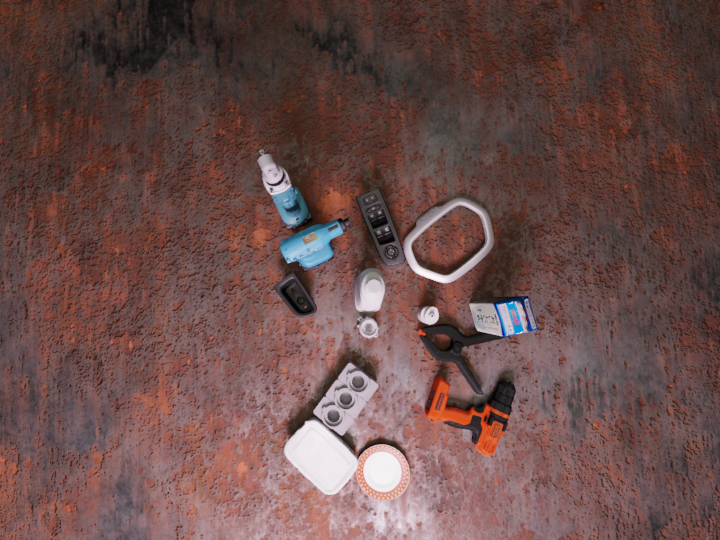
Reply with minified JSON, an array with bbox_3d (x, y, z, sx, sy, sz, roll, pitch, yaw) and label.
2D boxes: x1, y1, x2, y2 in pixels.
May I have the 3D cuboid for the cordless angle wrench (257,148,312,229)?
[{"bbox_3d":[-0.169,-0.172,0.934,0.074,0.420,0.099,-24,87,-3],"label":"cordless angle wrench"}]

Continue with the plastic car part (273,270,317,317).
[{"bbox_3d":[-0.159,0.070,1.077,0.066,0.070,0.118,-37,84,-3],"label":"plastic car part"}]

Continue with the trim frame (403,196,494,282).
[{"bbox_3d":[0.229,-0.081,1.095,0.248,0.027,0.187,-40,82,-2],"label":"trim frame"}]

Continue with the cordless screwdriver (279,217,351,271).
[{"bbox_3d":[-0.098,-0.064,1.003,0.159,0.247,0.075,-26,87,-3],"label":"cordless screwdriver"}]

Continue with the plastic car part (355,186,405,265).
[{"bbox_3d":[0.053,-0.106,1.090,0.066,0.066,0.205,-22,82,-1],"label":"plastic car part"}]
